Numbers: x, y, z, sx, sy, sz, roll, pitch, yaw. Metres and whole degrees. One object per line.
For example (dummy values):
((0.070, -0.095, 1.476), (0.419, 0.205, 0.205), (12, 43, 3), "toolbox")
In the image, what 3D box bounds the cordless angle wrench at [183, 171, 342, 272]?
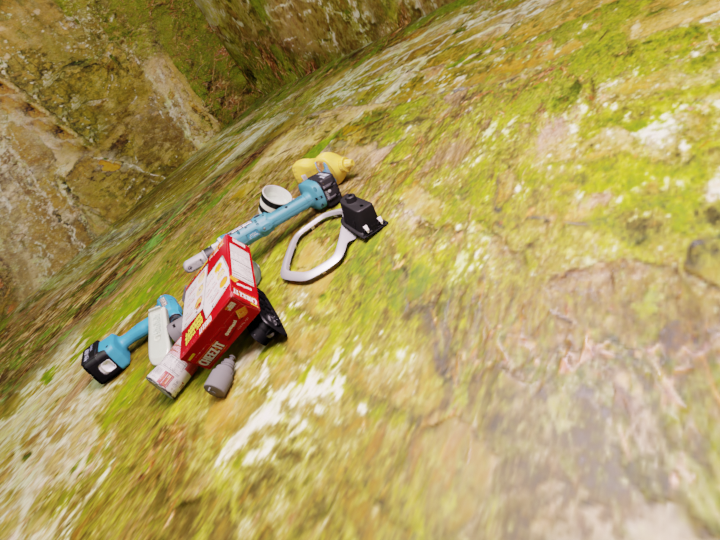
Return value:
((-0.242, -0.112, 1.041), (0.418, 0.071, 0.103), (-33, 28, -14), "cordless angle wrench")

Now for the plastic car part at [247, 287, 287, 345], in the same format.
((-0.201, 0.082, 0.815), (0.067, 0.063, 0.213), (-47, 32, -8), "plastic car part")

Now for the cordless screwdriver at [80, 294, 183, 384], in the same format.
((-0.540, 0.165, 1.021), (0.246, 0.071, 0.168), (-41, 31, -17), "cordless screwdriver")

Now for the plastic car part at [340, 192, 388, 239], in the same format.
((-0.008, -0.125, 0.883), (0.065, 0.068, 0.123), (-33, 40, -18), "plastic car part")

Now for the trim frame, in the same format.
((-0.092, -0.060, 0.938), (0.188, 0.026, 0.253), (-22, 32, 22), "trim frame")
